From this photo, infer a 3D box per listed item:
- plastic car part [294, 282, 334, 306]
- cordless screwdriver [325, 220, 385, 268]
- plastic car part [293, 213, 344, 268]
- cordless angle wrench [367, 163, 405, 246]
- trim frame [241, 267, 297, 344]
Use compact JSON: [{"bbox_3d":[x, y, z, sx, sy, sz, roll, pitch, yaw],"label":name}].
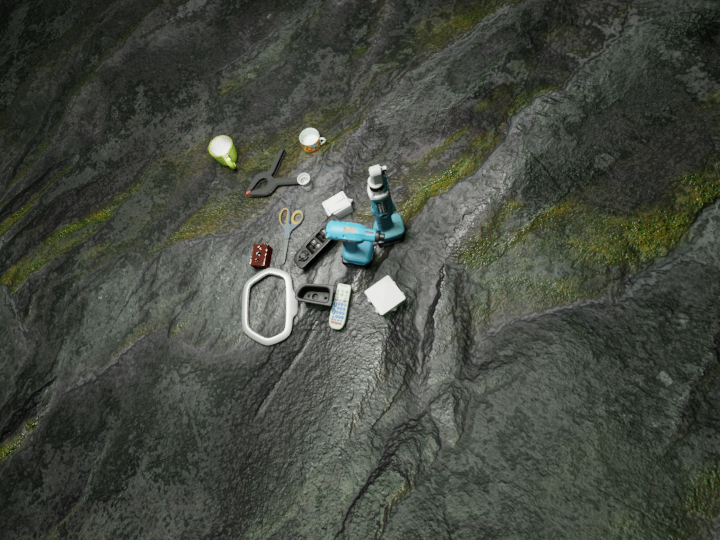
[{"bbox_3d":[-0.137,0.078,1.303,0.120,0.068,0.067,5,73,14],"label":"plastic car part"},{"bbox_3d":[0.001,-0.072,1.230,0.164,0.240,0.075,9,75,13],"label":"cordless screwdriver"},{"bbox_3d":[-0.133,-0.087,1.363,0.202,0.064,0.069,-46,69,-5],"label":"plastic car part"},{"bbox_3d":[0.061,-0.174,1.160,0.099,0.408,0.076,-14,71,5],"label":"cordless angle wrench"},{"bbox_3d":[-0.292,0.112,1.352,0.187,0.026,0.254,-7,69,11],"label":"trim frame"}]
